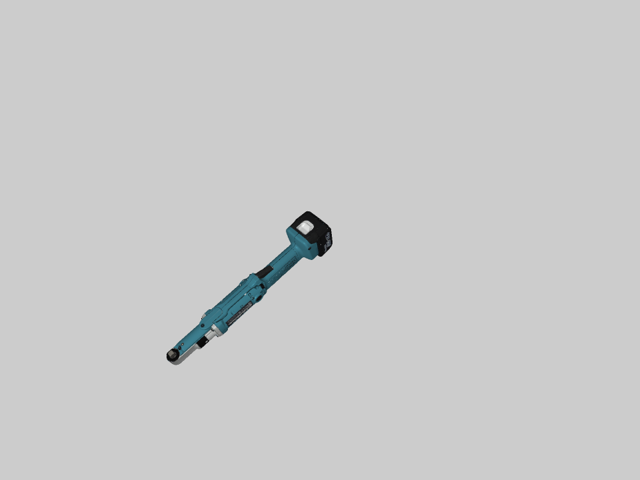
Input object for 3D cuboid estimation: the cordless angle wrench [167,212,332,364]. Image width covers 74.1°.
[{"bbox_3d":[-0.146,0.105,0.898,0.074,0.422,0.098,39,-21,25],"label":"cordless angle wrench"}]
